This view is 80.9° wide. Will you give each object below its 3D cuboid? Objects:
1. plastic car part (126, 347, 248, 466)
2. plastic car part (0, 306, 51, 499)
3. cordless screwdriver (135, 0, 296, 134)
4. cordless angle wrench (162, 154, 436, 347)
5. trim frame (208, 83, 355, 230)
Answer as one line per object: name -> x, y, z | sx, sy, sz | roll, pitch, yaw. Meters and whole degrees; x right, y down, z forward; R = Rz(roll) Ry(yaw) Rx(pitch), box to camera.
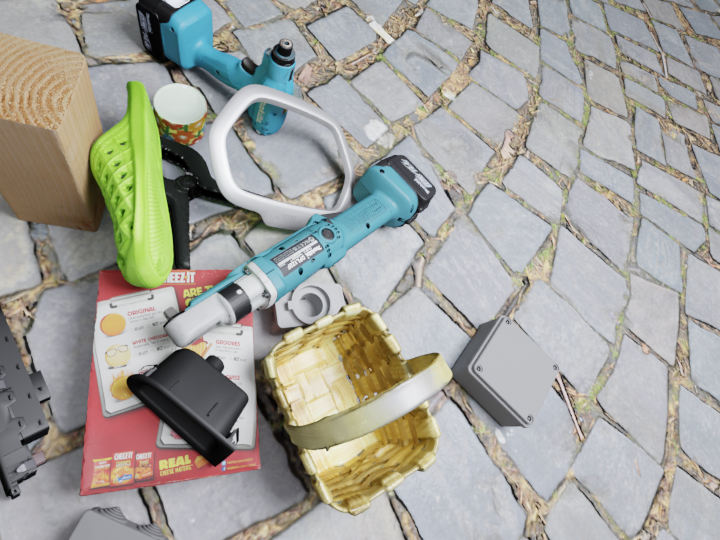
plastic car part -> -0.154, 0.117, 0.404 | 0.117, 0.066, 0.070 | 42, 43, 3
plastic car part -> -0.354, 0.112, 0.416 | 0.065, 0.067, 0.207 | -27, 78, -38
cordless screwdriver -> -0.200, -0.318, 0.604 | 0.250, 0.159, 0.074 | 38, 61, 1
cordless angle wrench -> -0.052, -0.034, 0.530 | 0.099, 0.075, 0.414 | 47, 50, 6
trim frame -> -0.096, -0.149, 0.584 | 0.236, 0.029, 0.185 | 6, 84, -45
